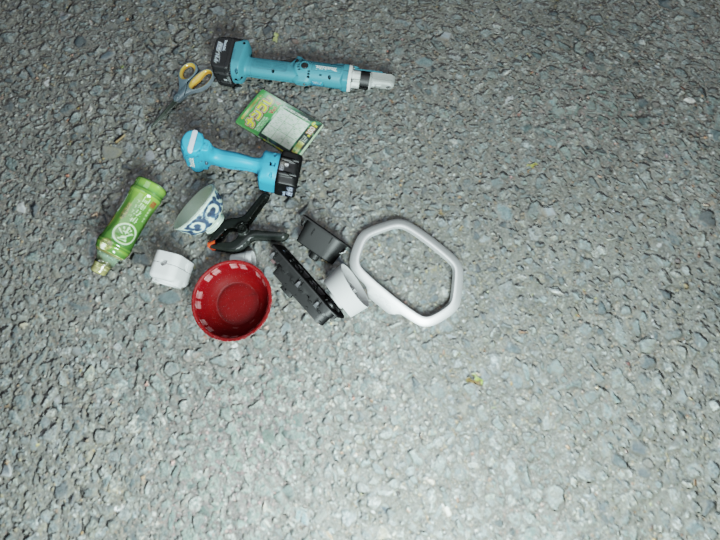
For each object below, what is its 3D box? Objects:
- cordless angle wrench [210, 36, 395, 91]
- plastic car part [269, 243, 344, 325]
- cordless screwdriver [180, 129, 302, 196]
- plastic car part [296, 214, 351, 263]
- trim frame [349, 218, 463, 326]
[{"bbox_3d":[-0.131,-0.465,0.990,0.425,0.073,0.099,9,76,3],"label":"cordless angle wrench"},{"bbox_3d":[-0.118,0.035,0.855,0.208,0.065,0.067,43,90,12],"label":"plastic car part"},{"bbox_3d":[-0.254,-0.221,0.908,0.244,0.161,0.075,13,80,-11],"label":"cordless screwdriver"},{"bbox_3d":[-0.086,-0.057,0.884,0.118,0.065,0.071,38,95,7],"label":"plastic car part"},{"bbox_3d":[0.095,0.001,0.870,0.253,0.027,0.183,38,78,9],"label":"trim frame"}]
